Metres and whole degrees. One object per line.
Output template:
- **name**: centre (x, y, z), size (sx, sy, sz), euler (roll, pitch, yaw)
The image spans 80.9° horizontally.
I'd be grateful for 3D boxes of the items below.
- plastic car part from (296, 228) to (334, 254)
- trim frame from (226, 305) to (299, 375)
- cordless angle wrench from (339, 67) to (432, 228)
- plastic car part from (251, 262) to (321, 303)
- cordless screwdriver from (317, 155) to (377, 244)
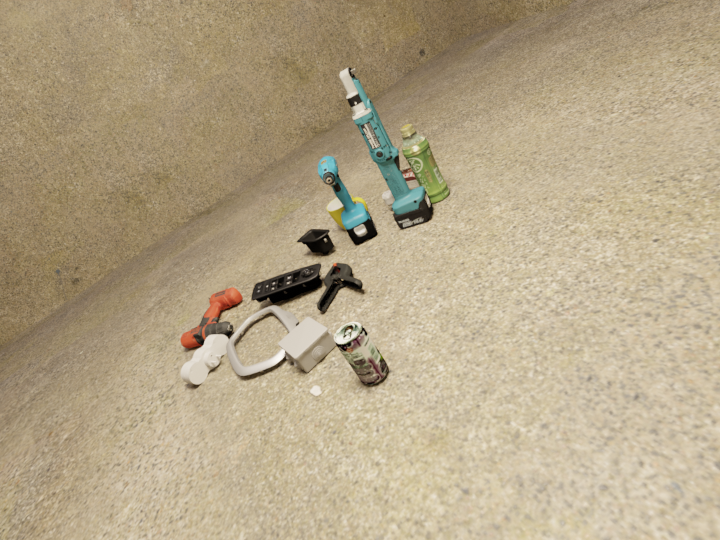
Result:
- **plastic car part**: centre (-0.121, -0.079, 1.237), size (0.065, 0.068, 0.122), euler (-44, 29, -24)
- **trim frame**: centre (-0.232, 0.160, 1.005), size (0.183, 0.026, 0.261), euler (-39, 28, -13)
- **cordless angle wrench**: centre (0.055, -0.297, 1.049), size (0.101, 0.407, 0.075), euler (-16, 27, 29)
- **plastic car part**: centre (-0.186, 0.042, 1.109), size (0.207, 0.064, 0.068), euler (-23, 27, 17)
- **cordless screwdriver**: centre (-0.039, -0.183, 1.139), size (0.075, 0.239, 0.164), euler (-27, 25, 9)
